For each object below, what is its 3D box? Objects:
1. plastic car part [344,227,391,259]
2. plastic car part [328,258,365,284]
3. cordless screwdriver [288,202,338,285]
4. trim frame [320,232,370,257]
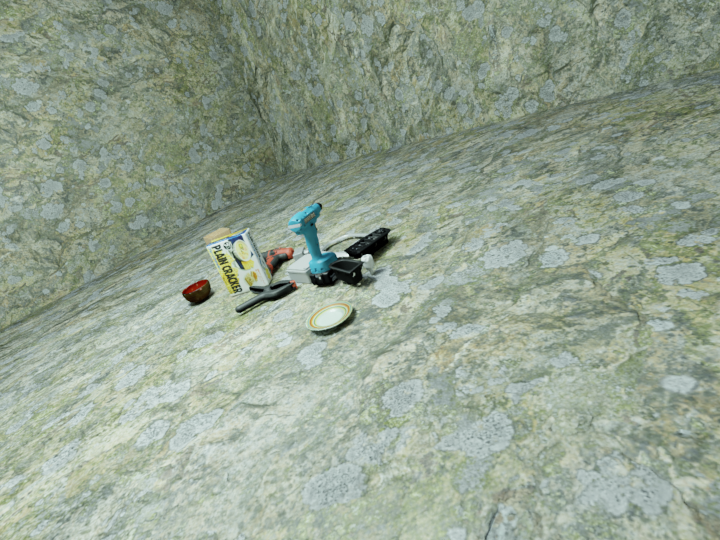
[{"bbox_3d":[0.037,-0.086,1.416,0.069,0.065,0.199,0,31,45],"label":"plastic car part"},{"bbox_3d":[-0.037,0.009,1.270,0.065,0.069,0.122,-35,25,-31],"label":"plastic car part"},{"bbox_3d":[-0.131,-0.086,1.342,0.077,0.241,0.157,-8,24,34],"label":"cordless screwdriver"},{"bbox_3d":[-0.053,-0.090,1.557,0.181,0.027,0.261,-37,27,-31],"label":"trim frame"}]
